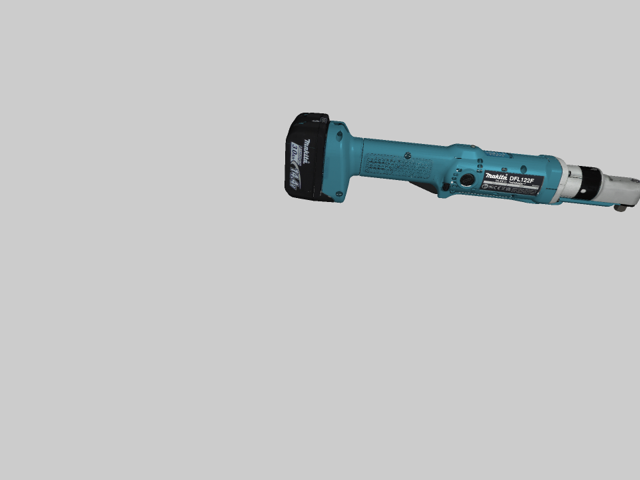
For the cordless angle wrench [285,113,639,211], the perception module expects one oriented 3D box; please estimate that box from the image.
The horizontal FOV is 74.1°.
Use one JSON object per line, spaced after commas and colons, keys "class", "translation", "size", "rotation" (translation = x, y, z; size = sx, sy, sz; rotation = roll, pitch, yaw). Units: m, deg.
{"class": "cordless angle wrench", "translation": [0.171, -0.082, 0.514], "size": [0.423, 0.098, 0.074], "rotation": [7, 35, 3]}
